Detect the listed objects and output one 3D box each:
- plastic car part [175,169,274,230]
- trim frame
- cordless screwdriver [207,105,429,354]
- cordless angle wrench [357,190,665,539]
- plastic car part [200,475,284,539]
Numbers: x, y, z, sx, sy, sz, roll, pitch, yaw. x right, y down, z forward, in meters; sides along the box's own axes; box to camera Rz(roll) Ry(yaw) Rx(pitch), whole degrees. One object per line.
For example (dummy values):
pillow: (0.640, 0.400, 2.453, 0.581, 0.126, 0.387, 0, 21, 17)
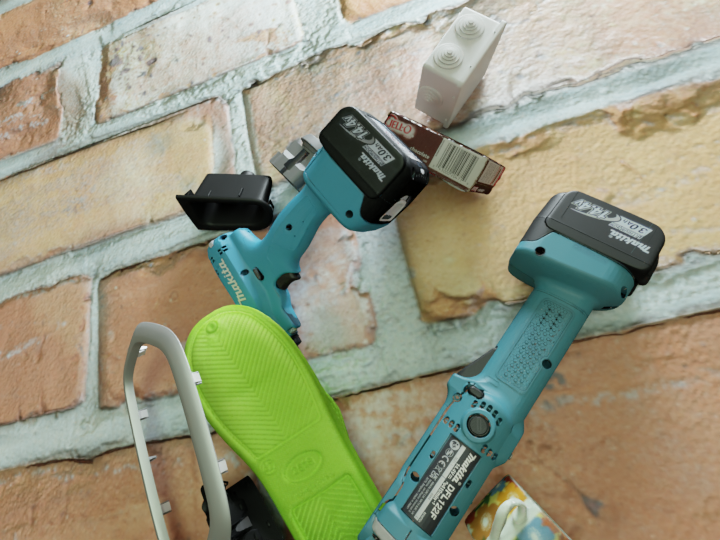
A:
plastic car part: (-0.156, -0.093, 0.528, 0.119, 0.063, 0.072, 0, 57, 13)
trim frame: (-0.181, 0.166, 0.401, 0.186, 0.026, 0.257, -42, 65, 36)
cordless screwdriver: (-0.041, -0.027, 0.424, 0.252, 0.071, 0.163, -40, 75, 24)
cordless angle wrench: (0.093, 0.124, 0.345, 0.102, 0.071, 0.422, 33, 79, 23)
plastic car part: (-0.077, 0.268, 0.364, 0.066, 0.065, 0.212, -30, 64, -27)
